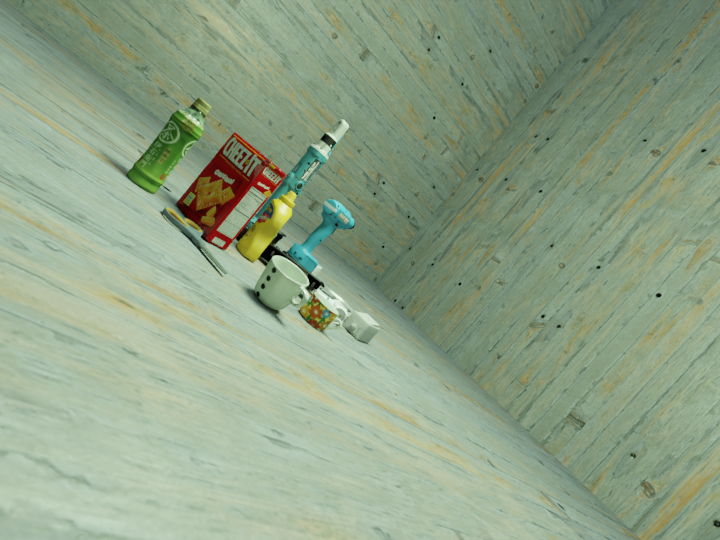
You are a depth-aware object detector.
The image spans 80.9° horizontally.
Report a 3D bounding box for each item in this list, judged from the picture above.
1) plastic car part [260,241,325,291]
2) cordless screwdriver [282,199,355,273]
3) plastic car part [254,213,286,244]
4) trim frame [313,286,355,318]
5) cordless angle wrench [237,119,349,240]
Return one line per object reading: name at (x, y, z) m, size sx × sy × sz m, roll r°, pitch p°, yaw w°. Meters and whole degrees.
plastic car part at (-0.186, -0.008, 1.090) m, size 0.208 × 0.067 × 0.064 m, roll 40°, pitch 3°, yaw 13°
cordless screwdriver at (-0.118, -0.077, 1.203) m, size 0.078 × 0.249 × 0.151 m, roll 42°, pitch 4°, yaw 28°
plastic car part at (-0.293, -0.113, 1.294) m, size 0.114 × 0.071 × 0.067 m, roll 39°, pitch 3°, yaw -14°
trim frame at (-0.084, 0.090, 1.282) m, size 0.190 × 0.027 × 0.240 m, roll 40°, pitch 3°, yaw 15°
cordless angle wrench at (-0.177, -0.235, 1.136) m, size 0.079 × 0.423 × 0.092 m, roll 43°, pitch 5°, yaw 39°
